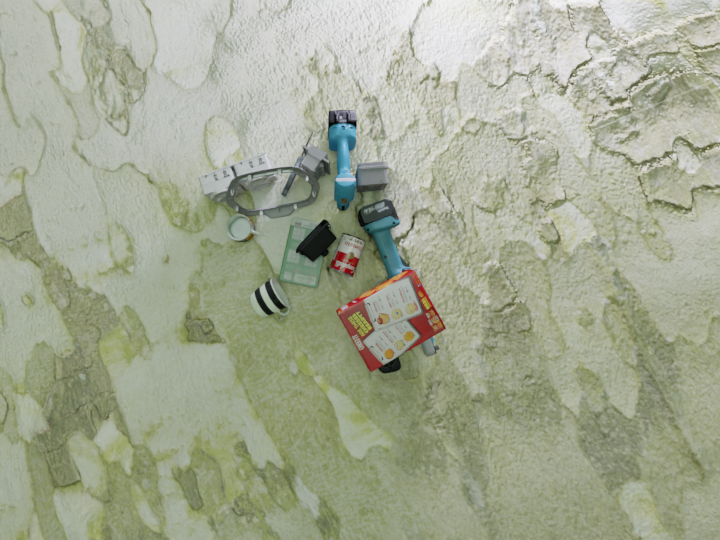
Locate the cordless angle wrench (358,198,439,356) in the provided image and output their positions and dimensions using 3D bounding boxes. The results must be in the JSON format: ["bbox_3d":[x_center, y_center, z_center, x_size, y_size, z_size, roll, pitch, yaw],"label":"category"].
[{"bbox_3d":[0.107,0.023,1.109,0.098,0.074,0.425,-21,87,0],"label":"cordless angle wrench"}]

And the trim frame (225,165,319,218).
[{"bbox_3d":[-0.228,-0.198,1.098,0.249,0.177,0.028,-10,61,1],"label":"trim frame"}]

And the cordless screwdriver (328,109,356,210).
[{"bbox_3d":[-0.048,-0.290,1.124,0.074,0.156,0.254,-1,70,-5],"label":"cordless screwdriver"}]

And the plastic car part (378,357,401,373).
[{"bbox_3d":[0.039,0.170,1.098,0.066,0.067,0.203,-24,89,-8],"label":"plastic car part"}]

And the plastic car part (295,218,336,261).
[{"bbox_3d":[-0.110,-0.072,1.122,0.069,0.068,0.116,41,89,-14],"label":"plastic car part"}]
